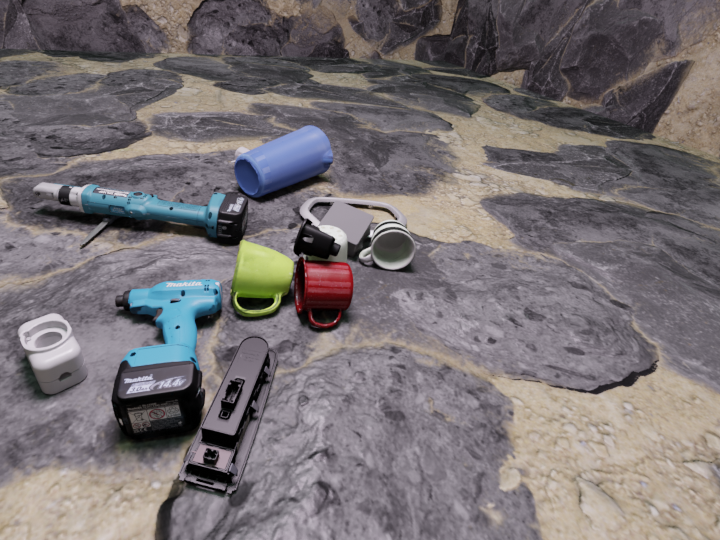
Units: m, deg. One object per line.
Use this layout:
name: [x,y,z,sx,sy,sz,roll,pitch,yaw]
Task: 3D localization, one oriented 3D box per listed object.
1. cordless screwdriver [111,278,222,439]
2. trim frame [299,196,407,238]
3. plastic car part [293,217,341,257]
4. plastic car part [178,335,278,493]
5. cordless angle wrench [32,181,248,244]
cordless screwdriver: [-0.278,0.098,0.575,0.157,0.072,0.259,-4,33,-9]
trim frame: [-0.016,-0.125,0.971,0.247,0.027,0.190,1,37,-5]
plastic car part: [-0.068,-0.045,0.697,0.071,0.066,0.117,21,-1,-4]
plastic car part: [-0.155,0.156,0.526,0.067,0.065,0.206,4,32,5]
cordless angle wrench: [-0.444,-0.131,0.853,0.422,0.073,0.100,8,35,-2]
